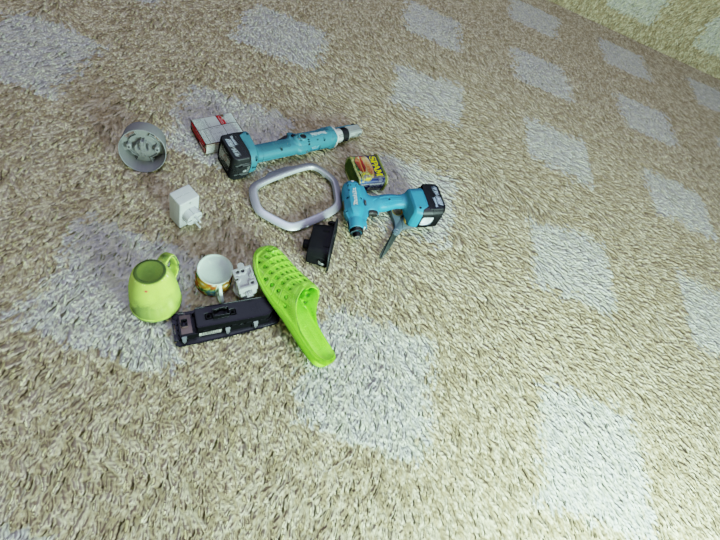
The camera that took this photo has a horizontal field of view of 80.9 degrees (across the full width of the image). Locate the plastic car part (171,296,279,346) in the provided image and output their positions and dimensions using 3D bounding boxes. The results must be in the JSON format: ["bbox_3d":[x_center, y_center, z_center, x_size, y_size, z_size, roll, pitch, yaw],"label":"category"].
[{"bbox_3d":[-0.252,0.086,0.808,0.196,0.066,0.069,-7,55,-26],"label":"plastic car part"}]

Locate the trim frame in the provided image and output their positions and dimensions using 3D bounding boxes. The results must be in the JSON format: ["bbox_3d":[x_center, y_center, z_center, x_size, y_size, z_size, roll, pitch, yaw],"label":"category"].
[{"bbox_3d":[-0.154,-0.186,1.035,0.243,0.027,0.189,-30,73,-30],"label":"trim frame"}]

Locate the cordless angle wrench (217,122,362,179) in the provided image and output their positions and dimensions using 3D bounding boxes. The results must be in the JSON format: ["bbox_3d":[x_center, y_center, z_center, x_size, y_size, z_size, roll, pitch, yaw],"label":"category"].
[{"bbox_3d":[-0.160,-0.332,1.102,0.410,0.074,0.101,-23,70,-32],"label":"cordless angle wrench"}]

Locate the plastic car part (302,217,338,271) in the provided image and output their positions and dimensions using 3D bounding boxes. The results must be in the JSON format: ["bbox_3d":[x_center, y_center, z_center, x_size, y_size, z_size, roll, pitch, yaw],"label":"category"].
[{"bbox_3d":[-0.094,-0.061,0.960,0.072,0.064,0.118,12,58,5],"label":"plastic car part"}]

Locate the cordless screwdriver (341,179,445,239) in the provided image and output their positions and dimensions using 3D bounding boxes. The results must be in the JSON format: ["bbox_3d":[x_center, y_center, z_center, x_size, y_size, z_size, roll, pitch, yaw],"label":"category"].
[{"bbox_3d":[0.080,-0.143,1.040,0.245,0.073,0.164,0,58,-10],"label":"cordless screwdriver"}]
